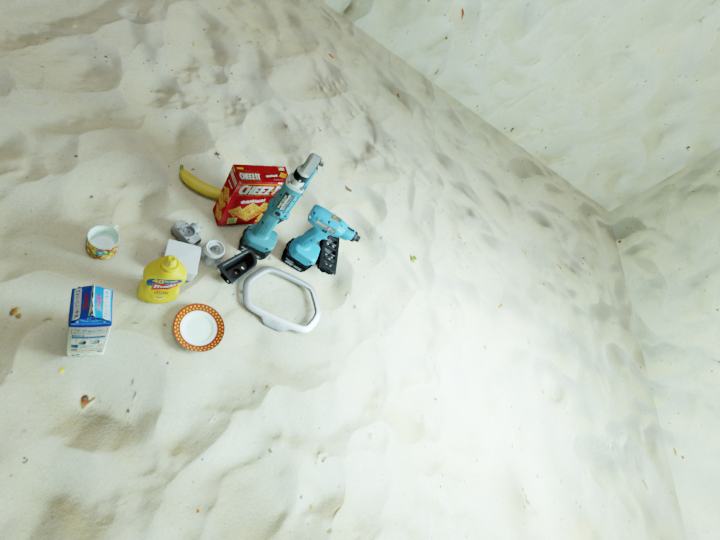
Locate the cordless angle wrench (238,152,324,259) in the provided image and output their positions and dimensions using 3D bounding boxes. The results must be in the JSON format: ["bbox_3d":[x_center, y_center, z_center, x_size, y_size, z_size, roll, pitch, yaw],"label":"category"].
[{"bbox_3d":[-0.214,-0.168,1.129,0.095,0.428,0.076,28,50,-18],"label":"cordless angle wrench"}]

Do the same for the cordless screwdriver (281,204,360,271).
[{"bbox_3d":[-0.122,-0.080,1.246,0.155,0.252,0.075,32,48,-14],"label":"cordless screwdriver"}]

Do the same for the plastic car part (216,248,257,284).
[{"bbox_3d":[-0.343,-0.003,1.176,0.066,0.072,0.114,48,47,2],"label":"plastic car part"}]

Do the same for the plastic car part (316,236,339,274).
[{"bbox_3d":[-0.107,-0.067,1.372,0.064,0.068,0.207,23,49,-20],"label":"plastic car part"}]

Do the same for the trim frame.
[{"bbox_3d":[-0.224,0.085,1.219,0.242,0.028,0.187,26,49,-15],"label":"trim frame"}]
